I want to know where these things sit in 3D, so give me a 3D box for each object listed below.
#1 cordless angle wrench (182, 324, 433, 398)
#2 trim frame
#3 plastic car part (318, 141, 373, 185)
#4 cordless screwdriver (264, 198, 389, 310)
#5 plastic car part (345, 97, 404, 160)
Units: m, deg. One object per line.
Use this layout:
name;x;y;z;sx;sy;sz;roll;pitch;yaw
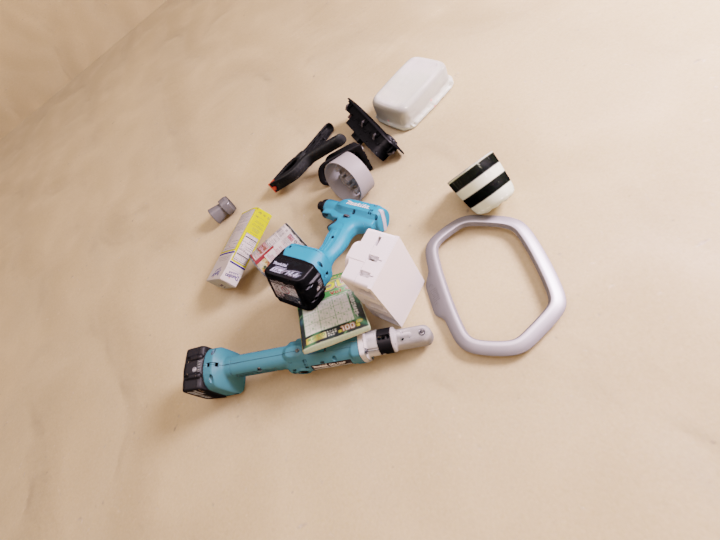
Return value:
cordless angle wrench;-0.094;0.141;0.694;0.433;0.093;0.076;-13;59;17
trim frame;0.193;0.013;0.652;0.187;0.026;0.258;-22;55;14
plastic car part;-0.039;-0.239;0.919;0.120;0.063;0.073;-17;40;23
cordless screwdriver;-0.076;-0.050;0.776;0.168;0.071;0.246;18;52;35
plastic car part;0.019;-0.301;0.918;0.067;0.062;0.214;-45;50;9
